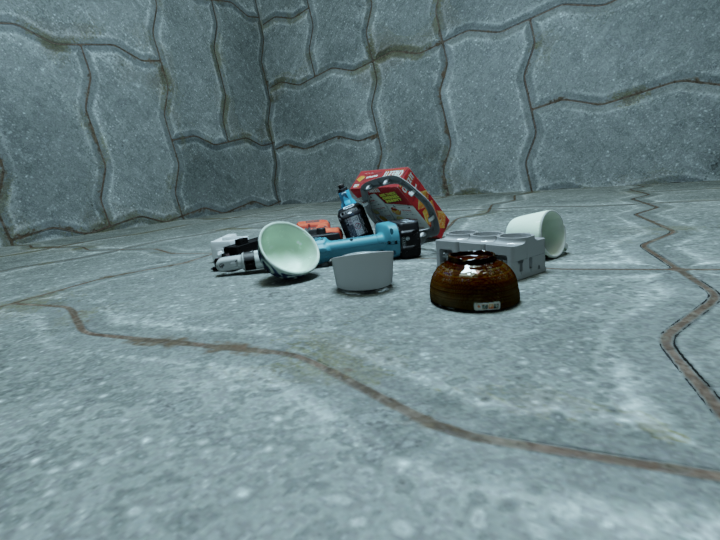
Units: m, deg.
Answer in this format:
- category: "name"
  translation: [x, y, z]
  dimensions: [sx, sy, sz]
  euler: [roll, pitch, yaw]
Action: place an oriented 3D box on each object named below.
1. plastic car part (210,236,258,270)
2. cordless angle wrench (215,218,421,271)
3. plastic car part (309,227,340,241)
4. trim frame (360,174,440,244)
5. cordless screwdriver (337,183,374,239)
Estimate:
- category: "plastic car part"
  translation: [-0.269, -0.046, 1.000]
  dimensions: [0.068, 0.066, 0.197]
  euler: [-8, 7, 24]
- category: "cordless angle wrench"
  translation: [-0.089, -0.042, 0.885]
  dimensions: [0.419, 0.073, 0.100]
  euler: [-9, 11, -6]
- category: "plastic car part"
  translation: [-0.094, -0.062, 0.966]
  dimensions: [0.114, 0.070, 0.068]
  euler: [-11, 13, -14]
- category: "trim frame"
  translation: [0.082, -0.134, 0.972]
  dimensions: [0.027, 0.179, 0.258]
  euler: [-42, 19, -23]
- category: "cordless screwdriver"
  translation: [-0.027, -0.167, 1.204]
  dimensions: [0.075, 0.156, 0.252]
  euler: [-21, 13, 3]
